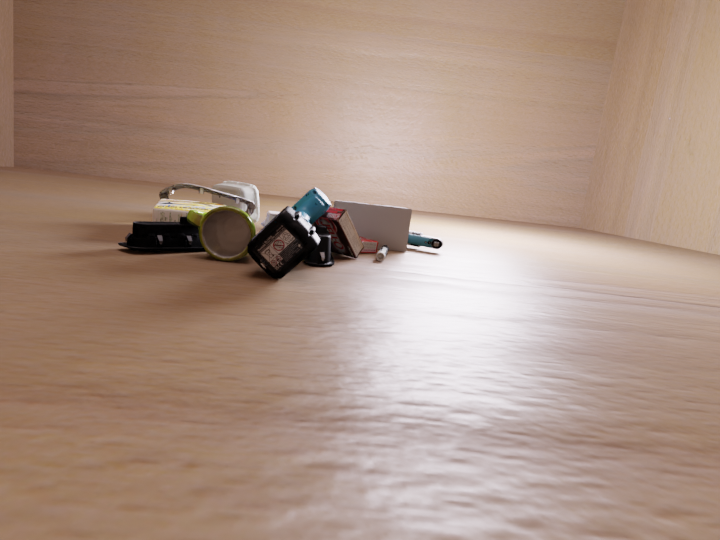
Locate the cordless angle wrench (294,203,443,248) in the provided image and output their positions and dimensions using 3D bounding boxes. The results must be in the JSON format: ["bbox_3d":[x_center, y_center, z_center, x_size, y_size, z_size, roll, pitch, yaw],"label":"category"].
[{"bbox_3d":[0.012,-0.114,1.161,0.440,0.074,0.095,14,13,22],"label":"cordless angle wrench"}]

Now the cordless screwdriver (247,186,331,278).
[{"bbox_3d":[-0.132,-0.060,0.735,0.073,0.160,0.252,47,15,-14],"label":"cordless screwdriver"}]

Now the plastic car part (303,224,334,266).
[{"bbox_3d":[-0.078,-0.051,0.803,0.065,0.070,0.119,5,8,-11],"label":"plastic car part"}]

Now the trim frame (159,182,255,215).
[{"bbox_3d":[-0.393,-0.169,1.092,0.236,0.028,0.190,14,-26,-38],"label":"trim frame"}]

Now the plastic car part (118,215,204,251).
[{"bbox_3d":[-0.328,-0.064,0.767,0.070,0.066,0.194,24,23,37],"label":"plastic car part"}]
